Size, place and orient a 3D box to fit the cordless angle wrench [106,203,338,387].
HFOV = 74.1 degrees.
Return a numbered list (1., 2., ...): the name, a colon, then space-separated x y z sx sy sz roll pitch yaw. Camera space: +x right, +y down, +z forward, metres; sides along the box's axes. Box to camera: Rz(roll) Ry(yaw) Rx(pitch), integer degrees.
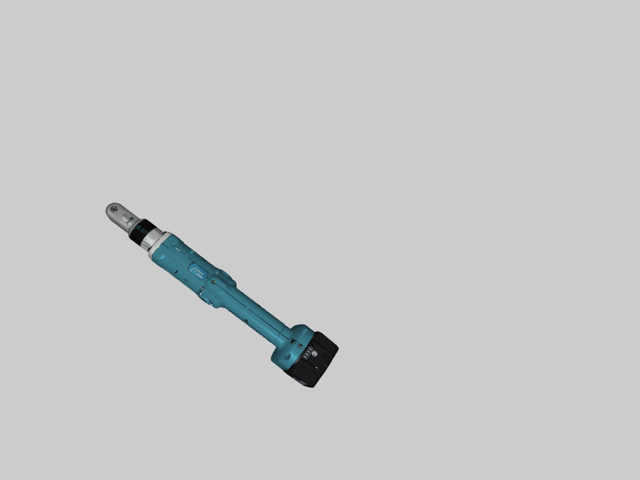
1. cordless angle wrench: -0.165 0.076 0.671 0.423 0.074 0.098 37 -21 -1
